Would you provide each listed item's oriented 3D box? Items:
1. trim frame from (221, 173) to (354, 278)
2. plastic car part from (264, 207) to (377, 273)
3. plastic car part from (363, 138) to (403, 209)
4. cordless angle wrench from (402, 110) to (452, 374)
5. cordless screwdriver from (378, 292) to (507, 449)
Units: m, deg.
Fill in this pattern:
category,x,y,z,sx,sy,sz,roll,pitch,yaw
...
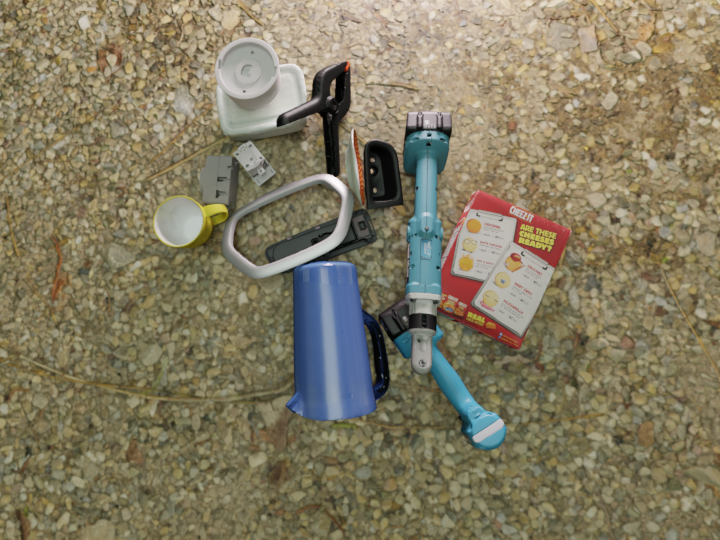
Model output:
category,x,y,z,sx,sy,sz,roll,pitch,yaw
trim frame,-0.128,-0.082,0.735,0.250,0.026,0.192,-25,58,5
plastic car part,-0.073,-0.048,0.750,0.204,0.067,0.066,-20,92,4
plastic car part,0.030,-0.169,0.747,0.065,0.073,0.115,-8,97,-12
cordless angle wrench,0.100,-0.056,0.662,0.075,0.095,0.430,3,68,4
cordless screwdriver,0.127,0.163,0.684,0.074,0.154,0.258,-32,68,-5
